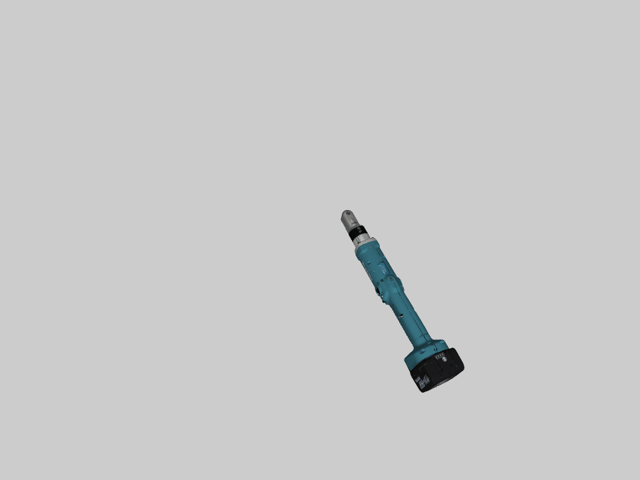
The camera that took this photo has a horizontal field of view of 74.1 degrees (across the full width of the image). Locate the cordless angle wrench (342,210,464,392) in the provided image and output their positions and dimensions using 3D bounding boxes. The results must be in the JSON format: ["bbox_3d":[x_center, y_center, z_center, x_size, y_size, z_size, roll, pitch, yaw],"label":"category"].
[{"bbox_3d":[0.144,0.101,0.894,0.074,0.422,0.098,-19,-28,-17],"label":"cordless angle wrench"}]
